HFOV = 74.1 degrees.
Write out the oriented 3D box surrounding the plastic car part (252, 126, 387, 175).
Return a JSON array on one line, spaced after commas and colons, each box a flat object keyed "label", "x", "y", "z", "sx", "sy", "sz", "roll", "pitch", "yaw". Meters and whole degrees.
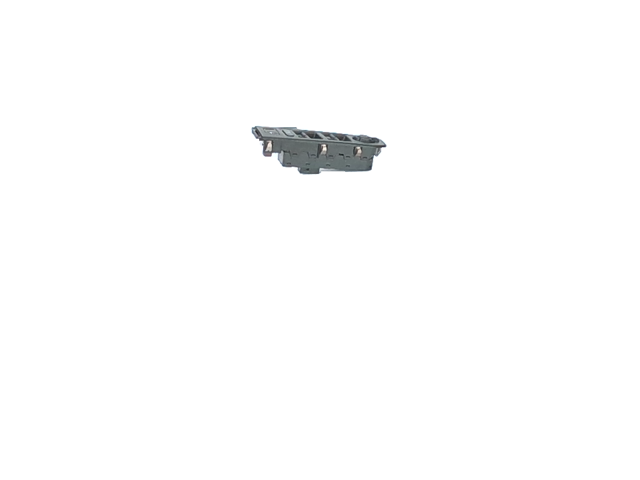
[{"label": "plastic car part", "x": 0.004, "y": -0.131, "z": 0.630, "sx": 0.202, "sy": 0.067, "sz": 0.066, "roll": -2, "pitch": 20, "yaw": -15}]
